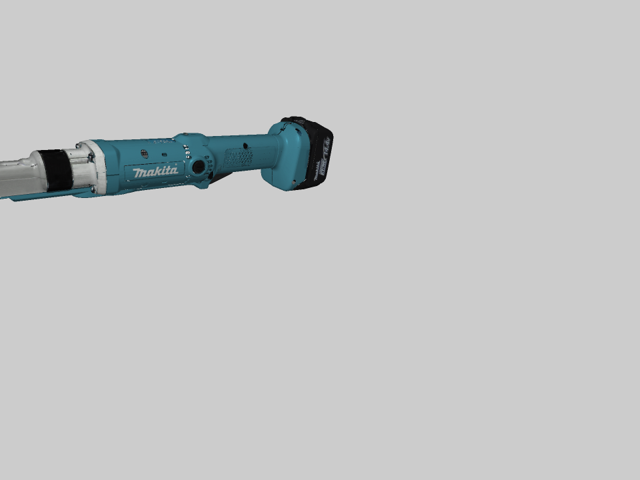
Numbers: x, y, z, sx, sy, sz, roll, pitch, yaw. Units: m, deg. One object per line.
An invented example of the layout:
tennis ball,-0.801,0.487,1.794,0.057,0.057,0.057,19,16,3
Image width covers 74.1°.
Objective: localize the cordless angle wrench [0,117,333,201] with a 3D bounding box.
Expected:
cordless angle wrench,-0.157,-0.093,0.503,0.422,0.098,0.074,-16,37,-43
